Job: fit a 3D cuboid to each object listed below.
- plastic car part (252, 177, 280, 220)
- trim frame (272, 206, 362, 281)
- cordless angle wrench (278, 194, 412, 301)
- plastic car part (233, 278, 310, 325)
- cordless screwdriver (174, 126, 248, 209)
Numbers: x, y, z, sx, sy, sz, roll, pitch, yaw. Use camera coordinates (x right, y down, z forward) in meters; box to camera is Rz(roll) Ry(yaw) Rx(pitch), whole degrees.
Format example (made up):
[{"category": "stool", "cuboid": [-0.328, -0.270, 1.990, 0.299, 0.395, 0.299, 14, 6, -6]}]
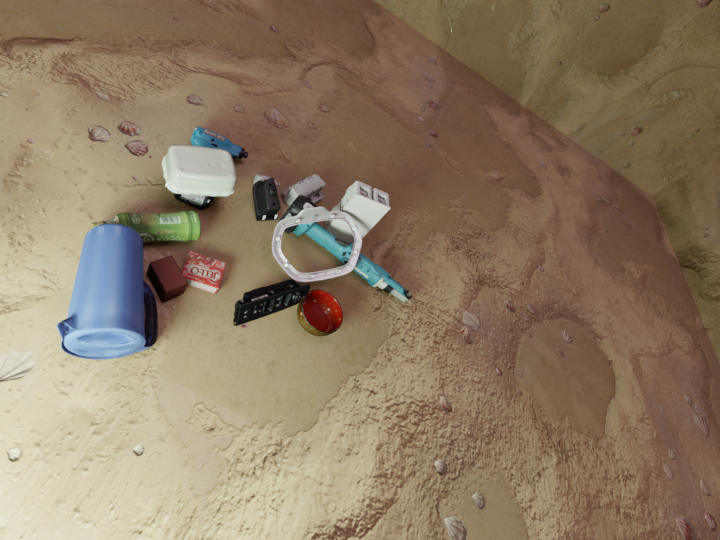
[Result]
[{"category": "plastic car part", "cuboid": [-0.245, -0.197, 1.128, 0.063, 0.073, 0.117, -7, 85, -37]}, {"category": "trim frame", "cuboid": [-0.105, -0.069, 1.076, 0.241, 0.028, 0.185, -10, 84, -21]}, {"category": "cordless angle wrench", "cuboid": [-0.030, -0.042, 1.163, 0.416, 0.099, 0.074, 37, 46, -8]}, {"category": "plastic car part", "cuboid": [-0.211, 0.066, 0.989, 0.195, 0.065, 0.071, -14, 40, -36]}, {"category": "cordless screwdriver", "cuboid": [-0.390, -0.271, 1.118, 0.154, 0.075, 0.256, 18, 48, -20]}]
